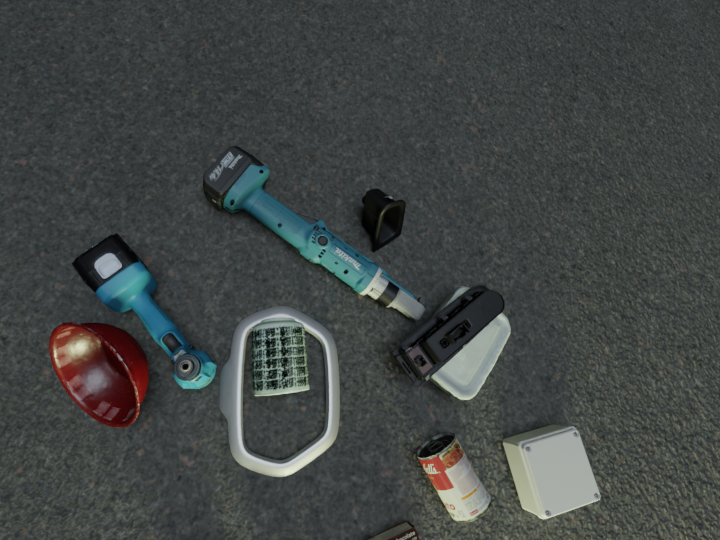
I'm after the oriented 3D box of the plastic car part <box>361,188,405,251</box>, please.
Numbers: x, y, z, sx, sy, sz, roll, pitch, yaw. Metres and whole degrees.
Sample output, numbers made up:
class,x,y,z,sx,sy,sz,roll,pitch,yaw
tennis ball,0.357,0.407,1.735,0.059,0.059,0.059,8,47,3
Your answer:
class,x,y,z,sx,sy,sz,roll,pitch,yaw
plastic car part,0.032,-0.099,0.728,0.065,0.113,0.074,-33,62,-20

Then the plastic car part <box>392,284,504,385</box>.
class,x,y,z,sx,sy,sz,roll,pitch,yaw
plastic car part,0.147,0.087,0.648,0.200,0.066,0.068,-35,78,-21

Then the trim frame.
class,x,y,z,sx,sy,sz,roll,pitch,yaw
trim frame,-0.123,0.179,0.651,0.180,0.027,0.252,0,75,-12

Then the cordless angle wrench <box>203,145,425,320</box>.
class,x,y,z,sx,sy,sz,roll,pitch,yaw
cordless angle wrench,-0.069,-0.045,0.709,0.422,0.074,0.098,36,70,-1

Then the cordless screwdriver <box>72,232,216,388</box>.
class,x,y,z,sx,sy,sz,roll,pitch,yaw
cordless screwdriver,-0.293,0.060,0.585,0.073,0.159,0.252,-40,84,-20
